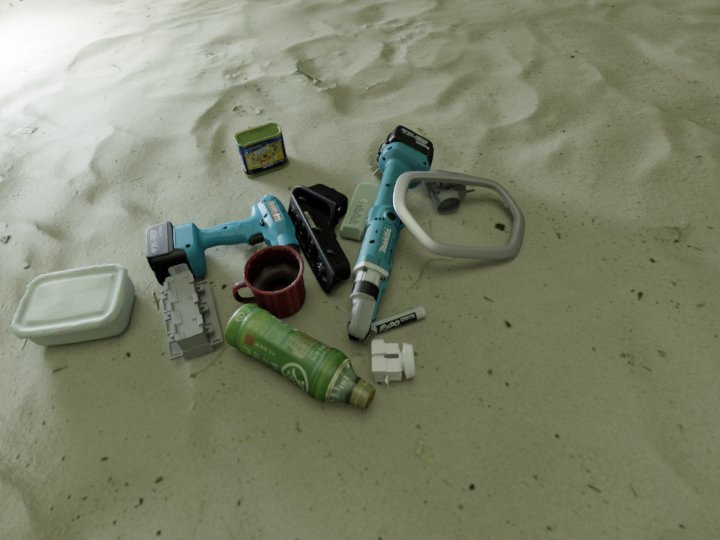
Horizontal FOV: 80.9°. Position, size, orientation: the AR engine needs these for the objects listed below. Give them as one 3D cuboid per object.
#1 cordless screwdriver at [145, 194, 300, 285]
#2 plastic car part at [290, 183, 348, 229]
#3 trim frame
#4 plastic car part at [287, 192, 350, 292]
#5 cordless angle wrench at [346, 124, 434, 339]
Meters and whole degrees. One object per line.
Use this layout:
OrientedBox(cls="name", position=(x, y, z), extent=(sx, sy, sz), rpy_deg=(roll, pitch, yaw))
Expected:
OrientedBox(cls="cordless screwdriver", position=(-0.232, -0.041, 0.726), extent=(0.245, 0.072, 0.167), rpy_deg=(-19, 49, -13))
OrientedBox(cls="plastic car part", position=(-0.069, -0.132, 0.796), extent=(0.069, 0.064, 0.123), rpy_deg=(-28, 50, -35))
OrientedBox(cls="trim frame", position=(0.169, -0.100, 0.713), extent=(0.243, 0.027, 0.190), rpy_deg=(0, 62, -15))
OrientedBox(cls="plastic car part", position=(-0.071, -0.047, 0.727), extent=(0.064, 0.066, 0.213), rpy_deg=(-1, 45, -28))
OrientedBox(cls="cordless angle wrench", position=(0.042, -0.078, 0.713), extent=(0.096, 0.075, 0.428), rpy_deg=(25, 55, -11))
